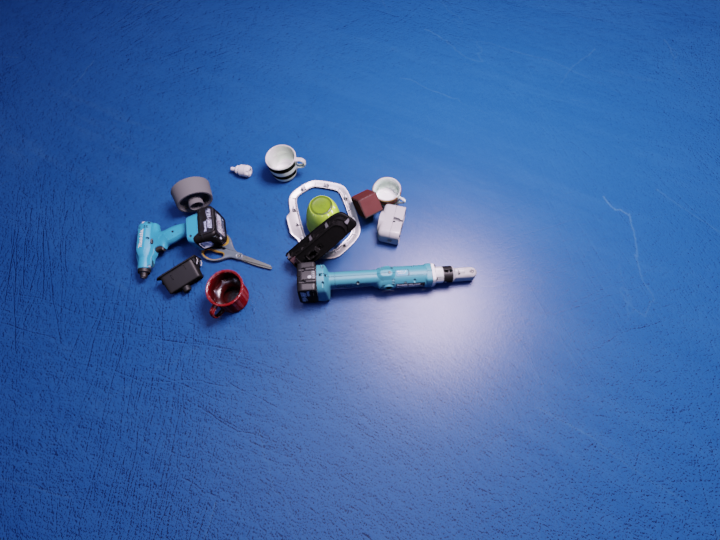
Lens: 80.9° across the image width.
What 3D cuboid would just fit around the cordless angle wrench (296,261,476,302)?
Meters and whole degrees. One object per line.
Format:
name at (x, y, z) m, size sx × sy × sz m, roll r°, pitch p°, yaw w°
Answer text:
cordless angle wrench at (0.062, 0.019, 1.008) m, size 0.424 × 0.095 × 0.076 m, roll -4°, pitch 63°, yaw 2°

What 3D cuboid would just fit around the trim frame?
trim frame at (-0.104, -0.143, 1.135) m, size 0.184 × 0.026 × 0.257 m, roll -17°, pitch 66°, yaw 0°

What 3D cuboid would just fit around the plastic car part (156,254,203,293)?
plastic car part at (-0.455, 0.020, 1.091) m, size 0.116 × 0.065 × 0.072 m, roll -35°, pitch 82°, yaw -6°

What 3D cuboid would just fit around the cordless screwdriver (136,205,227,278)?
cordless screwdriver at (-0.481, -0.073, 1.117) m, size 0.253 × 0.071 × 0.164 m, roll -12°, pitch 65°, yaw 11°

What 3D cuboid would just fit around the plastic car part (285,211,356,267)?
plastic car part at (-0.099, -0.065, 1.015) m, size 0.205 × 0.067 × 0.065 m, roll -38°, pitch 101°, yaw 22°
